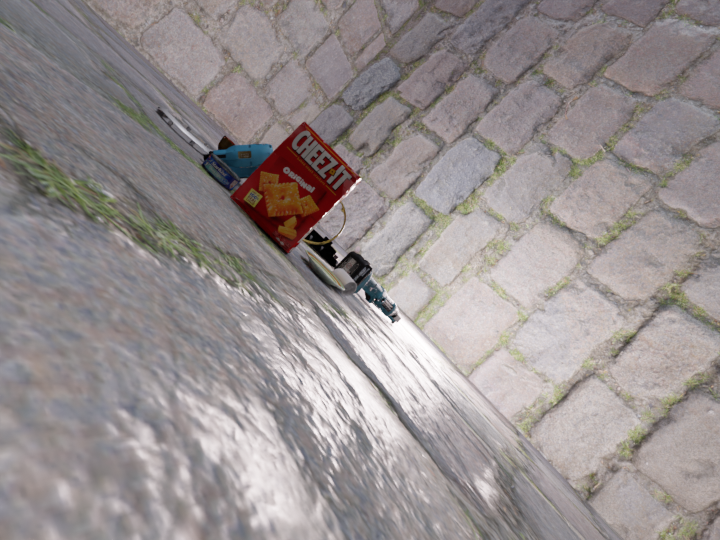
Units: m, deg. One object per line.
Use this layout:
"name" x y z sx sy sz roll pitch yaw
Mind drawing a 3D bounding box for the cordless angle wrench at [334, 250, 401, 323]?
"cordless angle wrench" 0.052 0.080 1.342 0.079 0.098 0.400 44 -2 38

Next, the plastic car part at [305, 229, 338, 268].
"plastic car part" -0.135 -0.089 1.385 0.193 0.067 0.069 40 12 -28

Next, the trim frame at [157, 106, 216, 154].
"trim frame" -0.450 -0.363 1.110 0.179 0.027 0.255 45 4 -17

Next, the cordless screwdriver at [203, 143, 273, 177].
"cordless screwdriver" -0.312 -0.278 1.077 0.256 0.156 0.074 -153 -122 -73
